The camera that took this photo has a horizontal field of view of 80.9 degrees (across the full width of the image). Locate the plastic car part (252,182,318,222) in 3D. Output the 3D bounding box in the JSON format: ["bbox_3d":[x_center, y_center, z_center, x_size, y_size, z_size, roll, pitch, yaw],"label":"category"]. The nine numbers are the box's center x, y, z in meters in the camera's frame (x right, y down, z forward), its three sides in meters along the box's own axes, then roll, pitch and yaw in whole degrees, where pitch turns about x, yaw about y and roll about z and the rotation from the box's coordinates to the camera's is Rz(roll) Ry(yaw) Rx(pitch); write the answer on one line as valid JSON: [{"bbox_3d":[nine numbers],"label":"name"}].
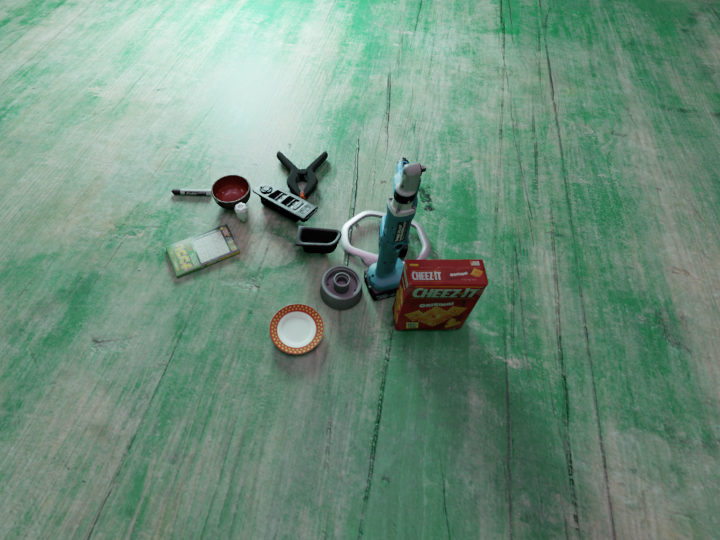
[{"bbox_3d":[-0.219,-0.190,1.210,0.211,0.065,0.066,31,60,19],"label":"plastic car part"}]

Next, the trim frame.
[{"bbox_3d":[0.068,-0.083,1.158,0.254,0.027,0.186,15,57,10],"label":"trim frame"}]

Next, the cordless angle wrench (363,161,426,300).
[{"bbox_3d":[0.075,-0.072,0.917,0.096,0.411,0.077,-12,59,-13],"label":"cordless angle wrench"}]

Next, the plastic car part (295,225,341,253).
[{"bbox_3d":[-0.110,-0.072,1.125,0.117,0.069,0.067,6,56,3],"label":"plastic car part"}]

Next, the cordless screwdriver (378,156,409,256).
[{"bbox_3d":[0.095,-0.153,1.076,0.074,0.242,0.163,4,56,-2],"label":"cordless screwdriver"}]
